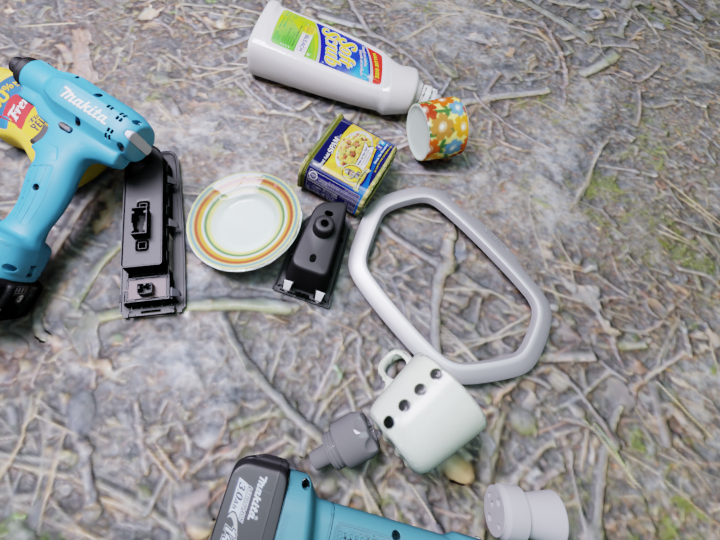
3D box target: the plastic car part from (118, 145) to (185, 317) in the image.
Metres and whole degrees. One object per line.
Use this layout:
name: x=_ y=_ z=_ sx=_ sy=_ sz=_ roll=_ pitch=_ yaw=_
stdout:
plastic car part: x=-0.232 y=-0.056 z=0.459 sx=0.066 sy=0.065 sz=0.209 roll=-9 pitch=65 yaw=-4

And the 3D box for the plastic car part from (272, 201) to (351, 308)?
plastic car part: x=-0.045 y=-0.029 z=0.457 sx=0.066 sy=0.070 sz=0.117 roll=19 pitch=69 yaw=-2

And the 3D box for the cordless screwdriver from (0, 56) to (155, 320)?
cordless screwdriver: x=-0.337 y=-0.085 z=0.414 sx=0.160 sy=0.074 sz=0.249 roll=32 pitch=83 yaw=3

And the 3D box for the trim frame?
trim frame: x=0.099 y=0.009 z=0.477 sx=0.182 sy=0.027 sz=0.256 roll=-37 pitch=73 yaw=-18

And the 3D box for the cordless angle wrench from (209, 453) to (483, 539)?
cordless angle wrench: x=0.088 y=0.256 z=0.346 sx=0.423 sy=0.073 sz=0.099 roll=16 pitch=66 yaw=0
